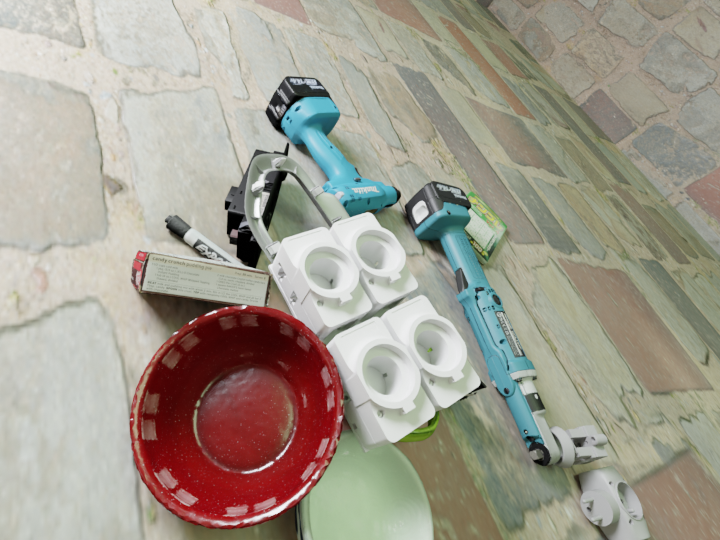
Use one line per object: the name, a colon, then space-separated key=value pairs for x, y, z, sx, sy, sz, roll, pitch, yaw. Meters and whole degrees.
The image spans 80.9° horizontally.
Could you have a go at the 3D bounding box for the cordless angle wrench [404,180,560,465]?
cordless angle wrench: x=0.179 y=0.054 z=0.625 sx=0.093 sy=0.075 sz=0.439 roll=6 pitch=53 yaw=-34

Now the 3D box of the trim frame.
trim frame: x=-0.049 y=-0.032 z=0.504 sx=0.243 sy=0.028 sz=0.184 roll=54 pitch=29 yaw=-13

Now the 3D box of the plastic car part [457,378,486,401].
plastic car part: x=0.074 y=0.117 z=0.500 sx=0.119 sy=0.066 sz=0.069 roll=47 pitch=55 yaw=11

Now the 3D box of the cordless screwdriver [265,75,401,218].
cordless screwdriver: x=-0.039 y=-0.195 z=0.682 sx=0.153 sy=0.075 sz=0.256 roll=-14 pitch=68 yaw=-44

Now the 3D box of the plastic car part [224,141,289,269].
plastic car part: x=-0.130 y=-0.094 z=0.537 sx=0.067 sy=0.064 sz=0.207 roll=9 pitch=46 yaw=2
